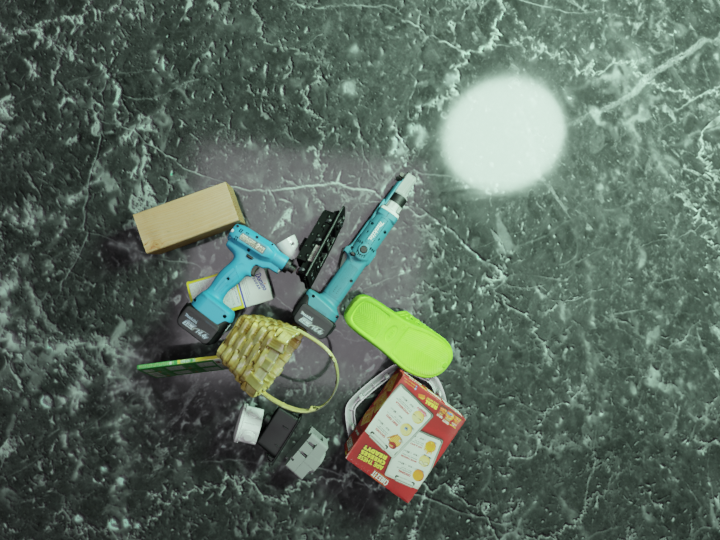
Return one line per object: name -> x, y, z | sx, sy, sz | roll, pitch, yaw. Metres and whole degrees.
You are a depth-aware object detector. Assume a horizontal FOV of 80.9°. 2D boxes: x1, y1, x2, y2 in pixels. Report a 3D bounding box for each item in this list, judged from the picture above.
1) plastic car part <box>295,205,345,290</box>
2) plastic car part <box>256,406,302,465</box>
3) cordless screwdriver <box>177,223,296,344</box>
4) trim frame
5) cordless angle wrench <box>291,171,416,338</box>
plastic car part -> -0.091, -0.060, 0.930 | 0.070, 0.063, 0.203 | 19, 63, 22
plastic car part -> -0.186, 0.348, 0.928 | 0.071, 0.066, 0.116 | 30, 84, -3
cordless screwdriver -> -0.259, 0.042, 0.893 | 0.159, 0.074, 0.249 | 32, 81, -2
trim frame -> 0.080, 0.323, 0.957 | 0.248, 0.027, 0.184 | -38, 90, -5
cordless angle wrench -> 0.001, -0.044, 0.951 | 0.098, 0.074, 0.422 | 35, 84, 1
